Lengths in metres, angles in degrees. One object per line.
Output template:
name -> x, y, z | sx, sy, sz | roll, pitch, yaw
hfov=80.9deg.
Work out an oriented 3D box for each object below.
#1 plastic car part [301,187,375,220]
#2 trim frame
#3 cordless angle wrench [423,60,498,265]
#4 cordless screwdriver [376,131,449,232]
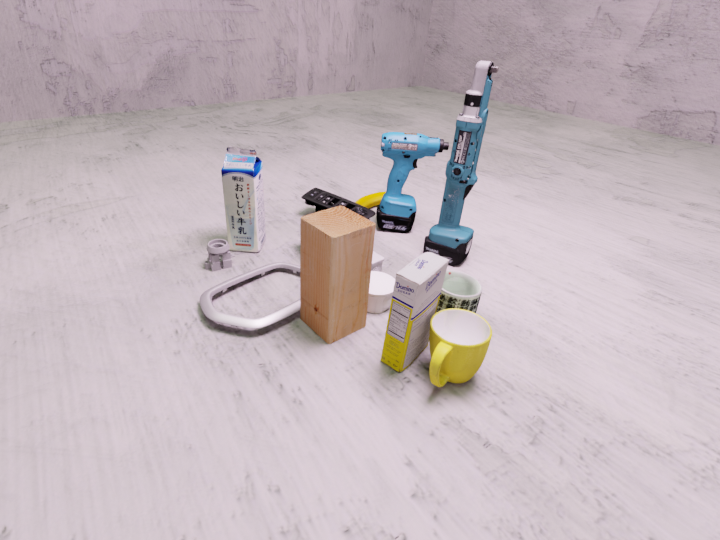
plastic car part -> -0.060, -0.157, 1.116 | 0.213, 0.065, 0.065 | 21, 35, 28
trim frame -> -0.188, 0.042, 0.820 | 0.194, 0.027, 0.241 | 27, 39, 34
cordless angle wrench -> 0.214, -0.212, 0.889 | 0.103, 0.412, 0.073 | 22, 34, 27
cordless screwdriver -> 0.122, -0.218, 1.056 | 0.160, 0.242, 0.076 | 6, 30, 4
